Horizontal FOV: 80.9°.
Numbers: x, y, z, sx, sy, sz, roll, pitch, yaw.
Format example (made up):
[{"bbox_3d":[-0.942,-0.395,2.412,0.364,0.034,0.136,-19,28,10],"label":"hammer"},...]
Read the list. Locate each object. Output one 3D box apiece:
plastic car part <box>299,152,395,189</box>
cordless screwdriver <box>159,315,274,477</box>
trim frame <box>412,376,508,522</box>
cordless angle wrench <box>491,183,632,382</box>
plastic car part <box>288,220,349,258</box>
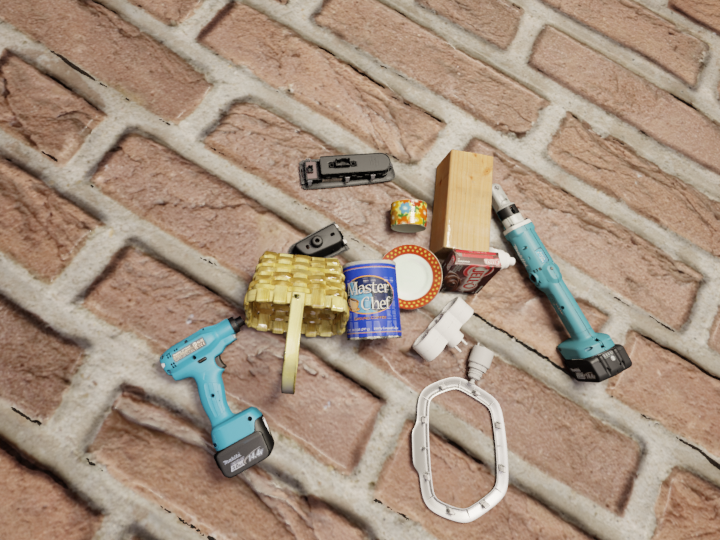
[{"bbox_3d":[-0.024,-0.217,0.884,0.200,0.066,0.068,-4,71,-10],"label":"plastic car part"},{"bbox_3d":[-0.230,0.214,0.750,0.157,0.073,0.254,-31,77,-12],"label":"cordless screwdriver"},{"bbox_3d":[0.184,0.327,0.782,0.183,0.027,0.251,1,78,-4],"label":"trim frame"},{"bbox_3d":[0.369,0.007,0.849,0.074,0.096,0.433,-23,76,-9],"label":"cordless angle wrench"},{"bbox_3d":[-0.081,-0.053,0.830,0.115,0.071,0.067,-27,81,-15],"label":"plastic car part"}]
